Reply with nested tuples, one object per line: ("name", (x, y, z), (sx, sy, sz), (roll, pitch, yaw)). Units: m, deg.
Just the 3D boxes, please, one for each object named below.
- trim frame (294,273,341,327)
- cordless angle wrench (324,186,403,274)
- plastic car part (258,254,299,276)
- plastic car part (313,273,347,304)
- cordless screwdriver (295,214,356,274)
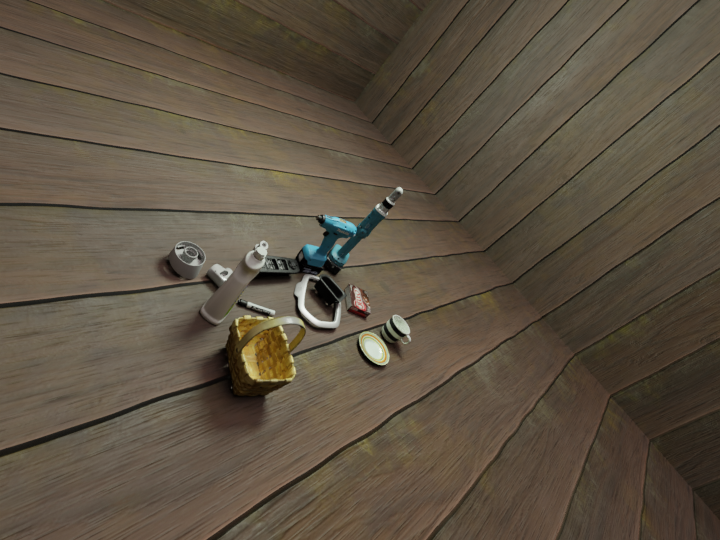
("trim frame", (-0.144, 0.104, 1.455), (0.178, 0.028, 0.255), (31, 31, -18))
("cordless angle wrench", (0.011, -0.151, 1.572), (0.073, 0.426, 0.098), (39, 30, -10))
("plastic car part", (-0.283, -0.007, 1.401), (0.193, 0.067, 0.069), (-1, 51, -50))
("plastic car part", (-0.116, 0.074, 1.484), (0.118, 0.071, 0.064), (46, 30, 7))
("cordless screwdriver", (-0.146, -0.095, 1.493), (0.151, 0.251, 0.078), (20, 38, -36))
